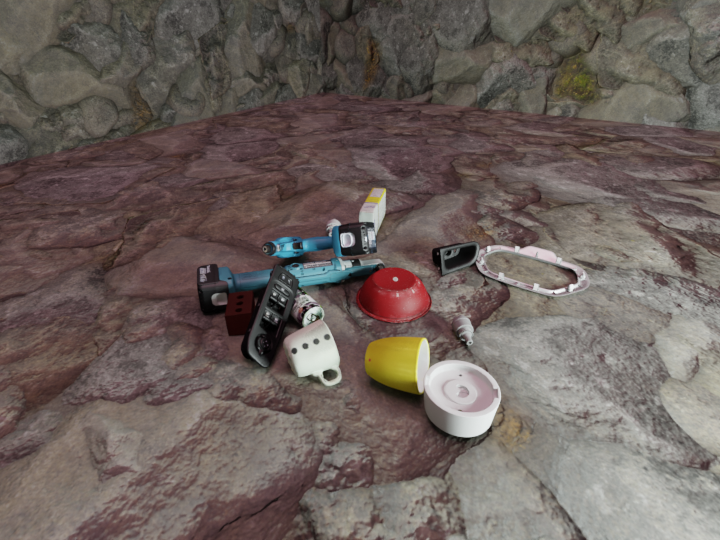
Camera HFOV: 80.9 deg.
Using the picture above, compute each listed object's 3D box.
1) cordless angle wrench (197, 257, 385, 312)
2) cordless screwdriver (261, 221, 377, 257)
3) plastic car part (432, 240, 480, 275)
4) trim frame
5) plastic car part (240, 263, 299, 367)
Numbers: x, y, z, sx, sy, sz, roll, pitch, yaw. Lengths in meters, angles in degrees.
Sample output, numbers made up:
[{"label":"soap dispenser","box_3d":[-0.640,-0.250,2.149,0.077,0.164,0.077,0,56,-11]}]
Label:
[{"label":"cordless angle wrench","box_3d":[-0.148,0.013,0.955,0.415,0.072,0.102,-8,31,-13]},{"label":"cordless screwdriver","box_3d":[-0.096,-0.063,0.983,0.258,0.074,0.154,-5,3,25]},{"label":"plastic car part","box_3d":[0.221,-0.039,1.023,0.113,0.065,0.074,-16,19,-25]},{"label":"trim frame","box_3d":[0.391,-0.008,0.983,0.262,0.027,0.180,19,37,34]},{"label":"plastic car part","box_3d":[-0.178,0.086,0.800,0.069,0.063,0.207,-23,40,30]}]
